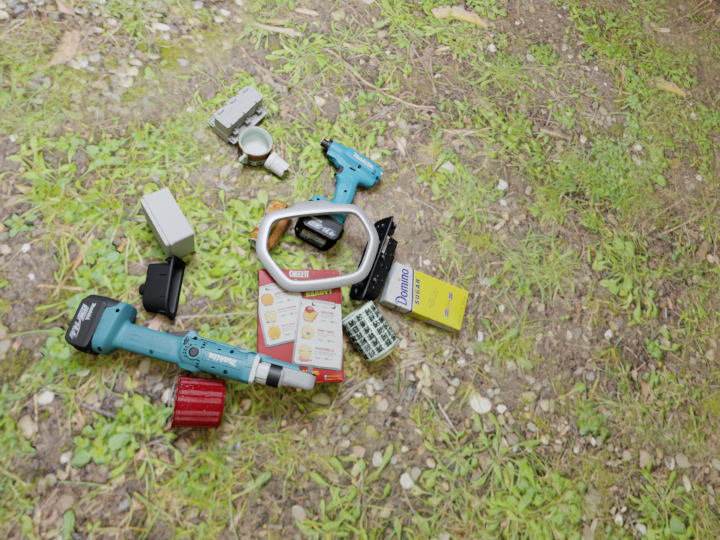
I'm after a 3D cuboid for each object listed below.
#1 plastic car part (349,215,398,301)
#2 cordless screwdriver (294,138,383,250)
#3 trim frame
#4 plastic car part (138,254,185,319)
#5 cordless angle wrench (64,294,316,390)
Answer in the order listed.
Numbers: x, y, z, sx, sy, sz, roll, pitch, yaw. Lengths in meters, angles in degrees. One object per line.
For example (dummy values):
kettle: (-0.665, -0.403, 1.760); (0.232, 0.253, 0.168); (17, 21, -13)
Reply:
plastic car part: (0.033, -0.017, 0.915); (0.064, 0.069, 0.204); (39, 63, -30)
cordless screwdriver: (-0.067, -0.177, 0.934); (0.158, 0.075, 0.249); (32, 64, -3)
trim frame: (-0.081, -0.053, 0.832); (0.244, 0.027, 0.187); (-9, 78, -12)
plastic car part: (-0.382, 0.031, 0.802); (0.071, 0.065, 0.118); (6, 74, 2)
cordless angle wrench: (-0.284, 0.142, 0.734); (0.425, 0.073, 0.099); (14, 70, 3)
